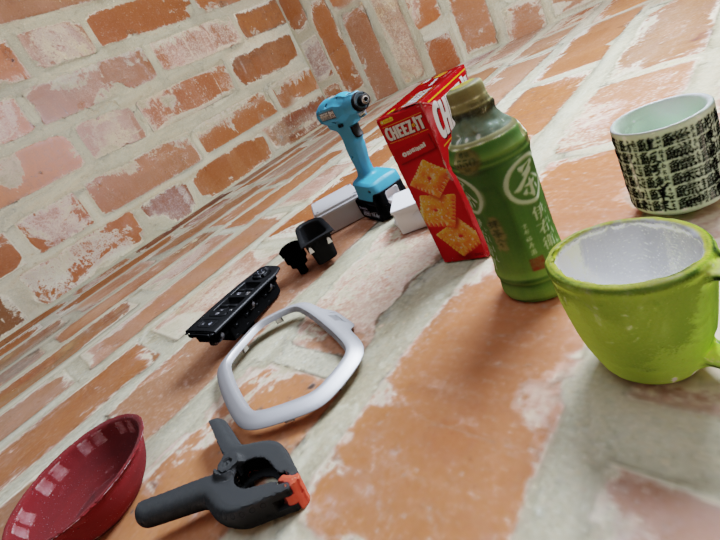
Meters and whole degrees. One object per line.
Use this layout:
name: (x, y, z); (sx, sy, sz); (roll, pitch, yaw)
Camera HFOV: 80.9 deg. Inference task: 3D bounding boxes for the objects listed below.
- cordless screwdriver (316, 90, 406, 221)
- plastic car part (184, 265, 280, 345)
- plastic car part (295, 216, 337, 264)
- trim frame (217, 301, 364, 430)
cordless screwdriver: (0.014, -0.213, 0.788); (0.073, 0.241, 0.166); (-35, 21, -17)
plastic car part: (-0.190, 0.058, 0.699); (0.069, 0.065, 0.202); (-14, 28, 34)
plastic car part: (-0.076, -0.050, 0.780); (0.066, 0.068, 0.121); (-30, 23, -3)
trim frame: (-0.094, 0.108, 0.538); (0.182, 0.026, 0.260); (-37, 25, -16)
